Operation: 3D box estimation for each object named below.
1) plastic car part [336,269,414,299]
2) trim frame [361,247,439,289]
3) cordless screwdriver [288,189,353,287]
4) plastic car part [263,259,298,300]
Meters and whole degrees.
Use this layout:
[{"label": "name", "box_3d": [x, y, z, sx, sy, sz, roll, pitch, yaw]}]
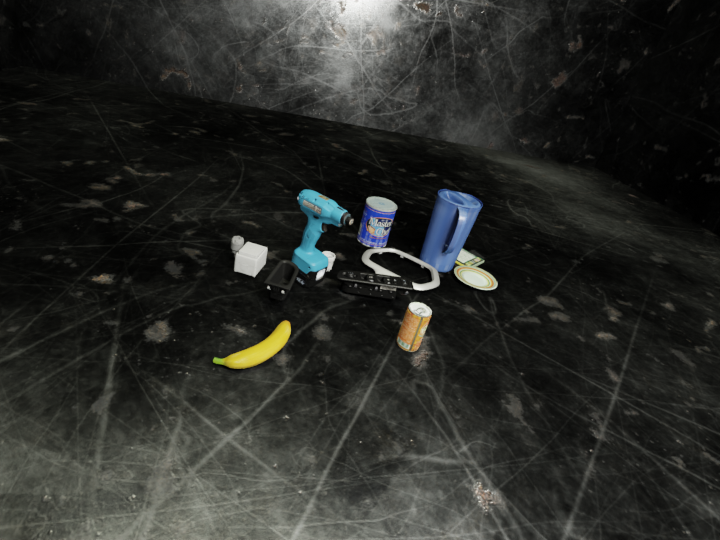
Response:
[{"label": "plastic car part", "box_3d": [0.033, 0.039, 1.126, 0.203, 0.066, 0.067, 12, 30, -1]}, {"label": "trim frame", "box_3d": [0.121, -0.008, 1.274, 0.260, 0.027, 0.179, 28, 34, 26]}, {"label": "cordless screwdriver", "box_3d": [-0.106, -0.069, 1.082, 0.167, 0.244, 0.072, 31, 33, 28]}, {"label": "plastic car part", "box_3d": [-0.194, 0.032, 1.054, 0.067, 0.070, 0.117, 15, 30, 3]}]
